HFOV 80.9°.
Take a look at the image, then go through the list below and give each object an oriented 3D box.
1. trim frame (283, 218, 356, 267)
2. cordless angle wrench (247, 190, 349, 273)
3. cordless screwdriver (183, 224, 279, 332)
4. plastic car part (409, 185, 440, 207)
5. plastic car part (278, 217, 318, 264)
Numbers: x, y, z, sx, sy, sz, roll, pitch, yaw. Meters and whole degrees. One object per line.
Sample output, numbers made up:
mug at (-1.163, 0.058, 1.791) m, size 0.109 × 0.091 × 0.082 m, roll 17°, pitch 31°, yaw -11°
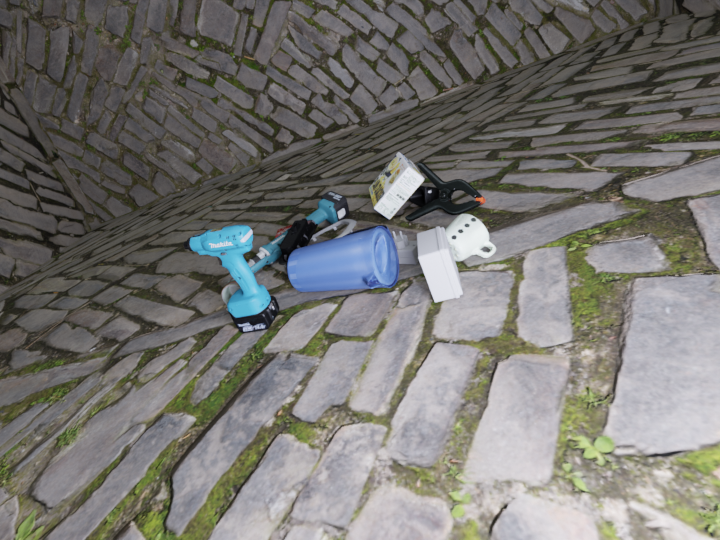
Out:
trim frame at (-0.117, -0.076, 1.194) m, size 0.253 × 0.027 × 0.186 m, roll -25°, pitch 21°, yaw 19°
cordless angle wrench at (-0.211, -0.105, 1.320) m, size 0.417 × 0.071 × 0.104 m, roll -40°, pitch 47°, yaw -25°
cordless screwdriver at (-0.285, 0.020, 0.942) m, size 0.164 × 0.240 × 0.075 m, roll -7°, pitch 26°, yaw 19°
plastic car part at (0.197, -0.228, 1.262) m, size 0.070 × 0.064 × 0.121 m, roll -10°, pitch 19°, yaw -12°
plastic car part at (-0.179, -0.092, 1.194) m, size 0.068 × 0.064 × 0.206 m, roll 1°, pitch 41°, yaw 14°
